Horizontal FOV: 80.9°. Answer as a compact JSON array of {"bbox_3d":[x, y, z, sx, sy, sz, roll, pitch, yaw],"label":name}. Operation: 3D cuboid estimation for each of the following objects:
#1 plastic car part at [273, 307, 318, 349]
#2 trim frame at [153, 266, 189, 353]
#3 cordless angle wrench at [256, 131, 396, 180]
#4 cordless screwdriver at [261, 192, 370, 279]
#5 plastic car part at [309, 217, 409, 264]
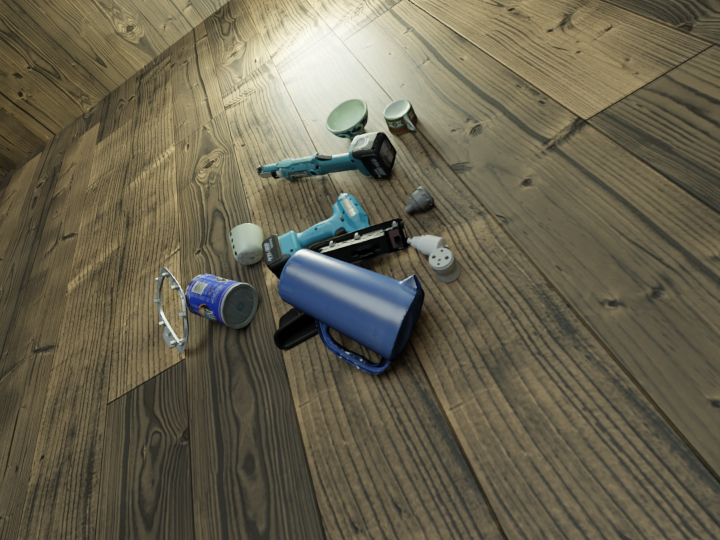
[{"bbox_3d":[-0.130,0.104,0.872,0.118,0.063,0.073,-30,34,14],"label":"plastic car part"},{"bbox_3d":[-0.470,0.097,1.041,0.263,0.026,0.181,31,118,43],"label":"trim frame"},{"bbox_3d":[-0.115,-0.275,1.102,0.444,0.092,0.075,3,61,37],"label":"cordless angle wrench"},{"bbox_3d":[-0.093,-0.061,0.948,0.250,0.070,0.167,-31,49,5],"label":"cordless screwdriver"},{"bbox_3d":[-0.006,-0.041,0.857,0.207,0.064,0.068,-14,25,15],"label":"plastic car part"}]
